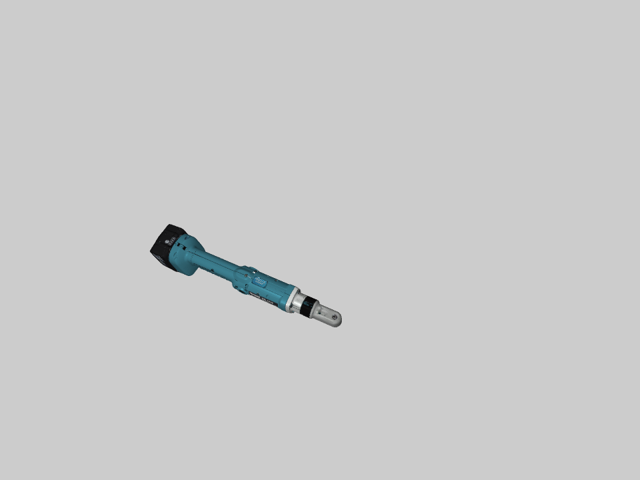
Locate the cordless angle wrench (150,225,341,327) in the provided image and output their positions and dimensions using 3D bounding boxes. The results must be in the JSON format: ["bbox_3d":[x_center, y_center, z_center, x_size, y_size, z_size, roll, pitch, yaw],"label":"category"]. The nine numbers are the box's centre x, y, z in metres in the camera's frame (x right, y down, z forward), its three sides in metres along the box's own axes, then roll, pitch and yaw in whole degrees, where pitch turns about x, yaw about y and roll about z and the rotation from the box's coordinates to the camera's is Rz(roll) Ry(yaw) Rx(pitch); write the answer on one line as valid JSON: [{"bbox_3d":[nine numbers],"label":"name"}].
[{"bbox_3d":[-0.151,0.084,0.877,0.423,0.074,0.098,21,-24,14],"label":"cordless angle wrench"}]
